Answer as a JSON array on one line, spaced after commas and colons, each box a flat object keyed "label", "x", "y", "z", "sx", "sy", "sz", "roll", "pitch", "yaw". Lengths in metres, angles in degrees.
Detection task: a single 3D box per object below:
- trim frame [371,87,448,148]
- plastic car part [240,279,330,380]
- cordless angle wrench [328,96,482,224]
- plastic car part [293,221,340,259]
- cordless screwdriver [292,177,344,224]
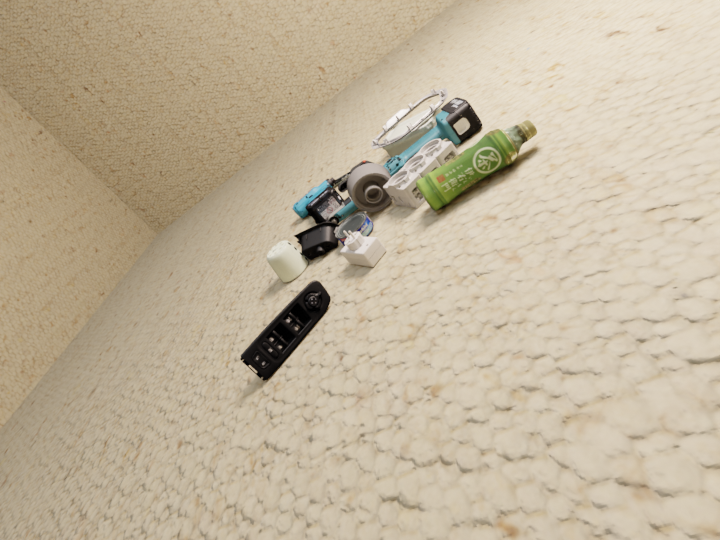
[{"label": "trim frame", "x": 0.127, "y": -0.406, "z": 1.126, "sx": 0.248, "sy": 0.026, "sz": 0.191, "roll": -42, "pitch": 25, "yaw": 1}, {"label": "plastic car part", "x": -0.135, "y": 0.108, "z": 0.802, "sx": 0.202, "sy": 0.066, "sz": 0.067, "roll": -48, "pitch": 0, "yaw": -12}, {"label": "cordless angle wrench", "x": 0.087, "y": -0.247, "z": 1.029, "sx": 0.427, "sy": 0.071, "sz": 0.101, "roll": -37, "pitch": 25, "yaw": 14}, {"label": "plastic car part", "x": -0.099, "y": -0.065, "z": 1.016, "sx": 0.120, "sy": 0.062, "sz": 0.073, "roll": -20, "pitch": 47, "yaw": 30}, {"label": "cordless screwdriver", "x": -0.105, "y": -0.206, "z": 1.213, "sx": 0.159, "sy": 0.072, "sz": 0.258, "roll": -43, "pitch": 23, "yaw": -5}]
